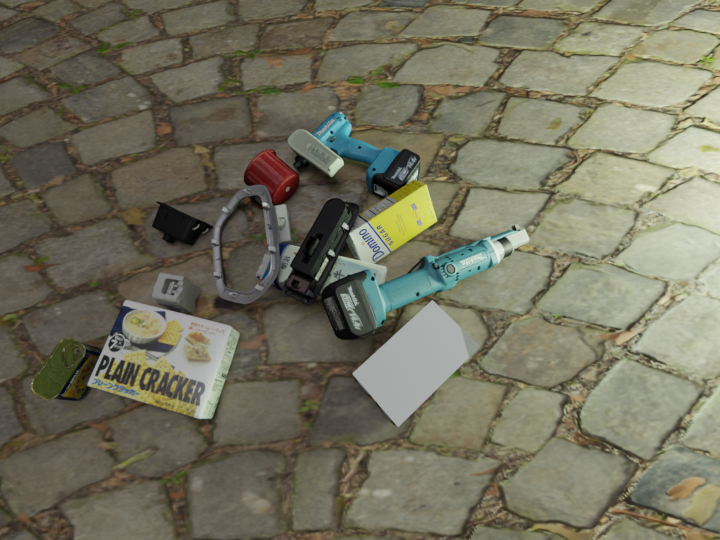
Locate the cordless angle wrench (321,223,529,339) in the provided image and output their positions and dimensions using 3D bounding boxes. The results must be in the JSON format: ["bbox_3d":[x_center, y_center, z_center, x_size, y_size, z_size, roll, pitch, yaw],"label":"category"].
[{"bbox_3d":[0.138,0.002,0.731,0.412,0.075,0.099,-21,83,-23],"label":"cordless angle wrench"}]

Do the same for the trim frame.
[{"bbox_3d":[-0.223,-0.055,0.810,0.188,0.026,0.257,-26,59,25],"label":"trim frame"}]

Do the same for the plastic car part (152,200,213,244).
[{"bbox_3d":[-0.377,-0.090,0.870,0.120,0.064,0.071,20,85,15],"label":"plastic car part"}]

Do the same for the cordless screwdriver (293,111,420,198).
[{"bbox_3d":[-0.011,-0.224,0.883,0.259,0.072,0.158,35,74,21],"label":"cordless screwdriver"}]

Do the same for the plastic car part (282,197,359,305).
[{"bbox_3d":[-0.072,-0.047,0.734,0.070,0.064,0.203,19,70,29],"label":"plastic car part"}]
